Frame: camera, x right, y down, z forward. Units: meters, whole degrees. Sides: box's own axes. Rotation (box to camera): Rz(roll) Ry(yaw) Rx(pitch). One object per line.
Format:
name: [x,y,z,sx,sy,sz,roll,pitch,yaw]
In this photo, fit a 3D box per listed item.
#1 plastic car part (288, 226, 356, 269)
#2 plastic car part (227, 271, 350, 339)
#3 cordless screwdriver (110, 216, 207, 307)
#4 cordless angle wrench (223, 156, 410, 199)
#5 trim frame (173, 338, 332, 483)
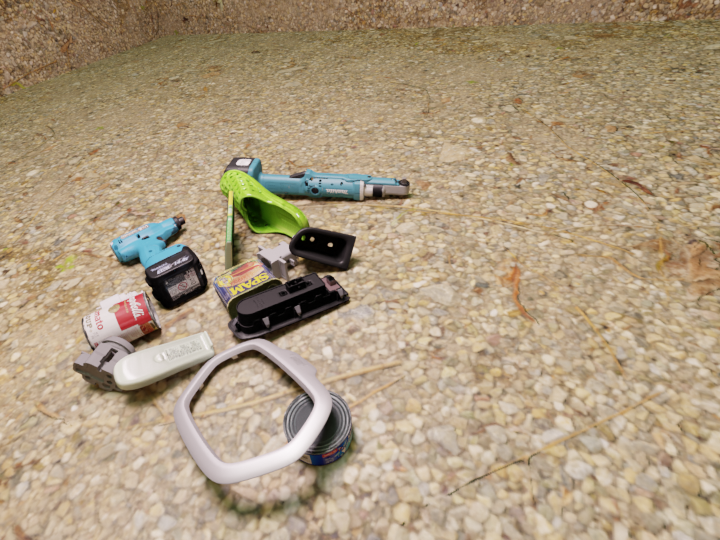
plastic car part: [-0.077,-0.051,0.791,0.114,0.065,0.073,14,9,-13]
plastic car part: [-0.118,0.051,0.690,0.199,0.065,0.070,-24,47,-19]
cordless screwdriver: [-0.381,-0.036,0.839,0.156,0.071,0.263,-34,43,-28]
cordless angle wrench: [-0.102,-0.200,0.978,0.430,0.095,0.075,5,40,9]
trim frame: [-0.144,0.169,0.552,0.181,0.026,0.262,-37,33,-26]
